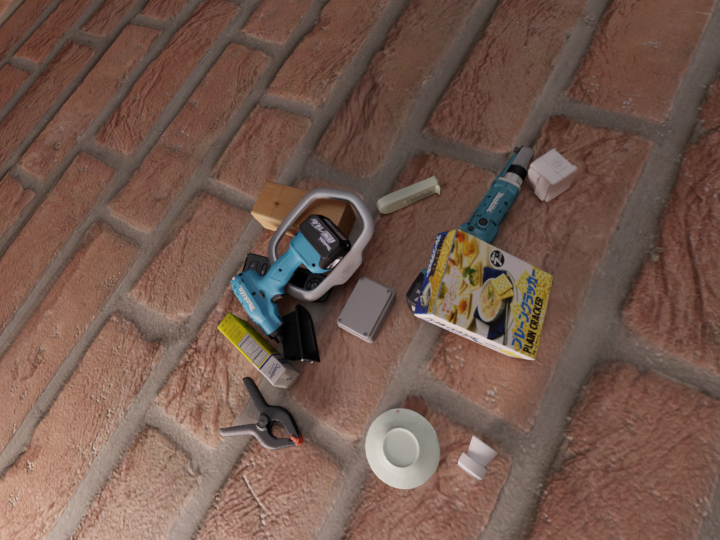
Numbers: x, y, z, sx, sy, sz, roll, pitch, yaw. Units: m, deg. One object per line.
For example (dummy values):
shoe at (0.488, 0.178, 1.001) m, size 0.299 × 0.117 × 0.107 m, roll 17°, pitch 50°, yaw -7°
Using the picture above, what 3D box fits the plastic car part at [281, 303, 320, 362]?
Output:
plastic car part at (-0.135, 0.137, 0.870) m, size 0.072 × 0.062 × 0.121 m, roll -26°, pitch 60°, yaw 19°

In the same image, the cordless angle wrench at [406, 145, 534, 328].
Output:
cordless angle wrench at (0.239, -0.085, 0.843) m, size 0.102 × 0.071 × 0.422 m, roll 30°, pitch 77°, yaw 22°

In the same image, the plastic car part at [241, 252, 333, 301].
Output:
plastic car part at (-0.154, 0.022, 0.912) m, size 0.209 × 0.064 × 0.067 m, roll 14°, pitch 76°, yaw 17°

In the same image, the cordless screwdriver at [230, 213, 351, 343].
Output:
cordless screwdriver at (-0.126, 0.016, 0.821) m, size 0.251 × 0.072 × 0.163 m, roll -39°, pitch 77°, yaw 14°

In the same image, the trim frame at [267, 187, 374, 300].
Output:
trim frame at (-0.084, -0.055, 0.859) m, size 0.190 × 0.026 × 0.249 m, roll 41°, pitch 96°, yaw 17°
